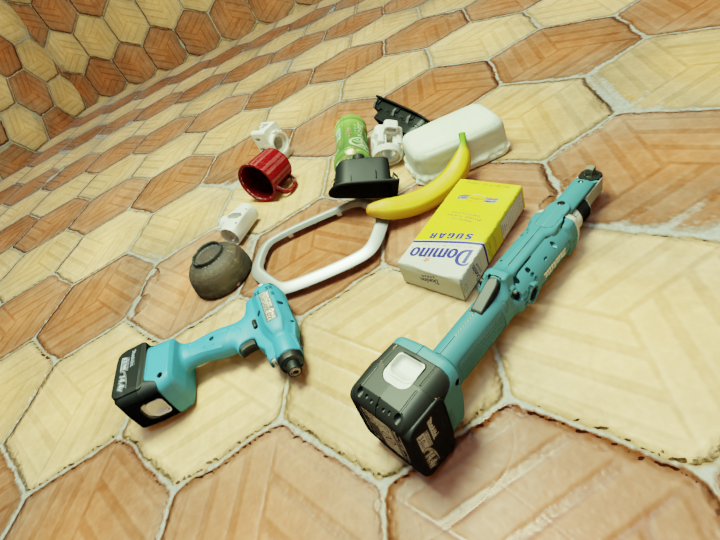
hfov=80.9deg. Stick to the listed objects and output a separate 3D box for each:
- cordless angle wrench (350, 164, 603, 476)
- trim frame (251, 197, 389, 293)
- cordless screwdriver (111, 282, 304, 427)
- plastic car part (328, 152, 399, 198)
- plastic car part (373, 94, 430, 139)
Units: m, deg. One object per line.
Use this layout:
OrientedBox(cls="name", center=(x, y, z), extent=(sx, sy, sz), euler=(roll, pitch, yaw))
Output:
OrientedBox(cls="cordless angle wrench", center=(0.162, 0.016, 0.461), extent=(0.079, 0.093, 0.418), euler=(22, 57, 44))
OrientedBox(cls="trim frame", center=(-0.068, -0.045, 0.699), extent=(0.250, 0.026, 0.192), euler=(-26, 41, 7))
OrientedBox(cls="cordless screwdriver", center=(-0.196, 0.124, 0.562), extent=(0.248, 0.071, 0.167), euler=(-28, 39, -5))
OrientedBox(cls="plastic car part", center=(0.005, -0.162, 0.709), extent=(0.118, 0.064, 0.072), euler=(1, 72, 6))
OrientedBox(cls="plastic car part", center=(0.080, -0.299, 0.854), extent=(0.067, 0.063, 0.214), euler=(-42, 41, -3))
